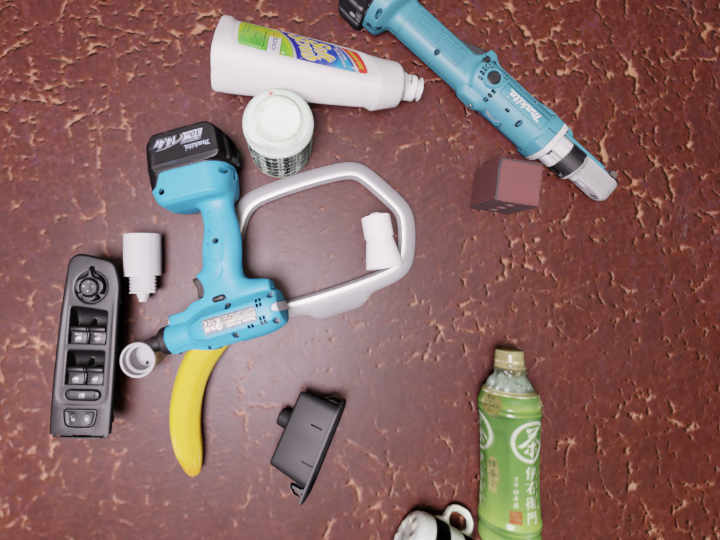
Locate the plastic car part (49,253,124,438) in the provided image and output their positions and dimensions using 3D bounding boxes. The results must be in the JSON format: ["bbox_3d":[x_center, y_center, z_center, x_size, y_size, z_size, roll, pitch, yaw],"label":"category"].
[{"bbox_3d":[-0.305,0.082,0.491,0.067,0.067,0.203,2,90,2],"label":"plastic car part"}]

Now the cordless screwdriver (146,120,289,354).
[{"bbox_3d":[-0.190,-0.033,0.487,0.160,0.073,0.252,-18,82,6],"label":"cordless screwdriver"}]

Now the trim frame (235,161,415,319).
[{"bbox_3d":[-0.052,-0.034,0.531,0.247,0.027,0.185,-19,86,-5],"label":"trim frame"}]

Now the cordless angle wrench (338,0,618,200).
[{"bbox_3d":[0.155,-0.234,0.530,0.421,0.075,0.098,42,86,-2],"label":"cordless angle wrench"}]

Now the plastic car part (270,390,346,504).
[{"bbox_3d":[-0.068,0.195,0.503,0.073,0.064,0.117,18,83,10],"label":"plastic car part"}]
